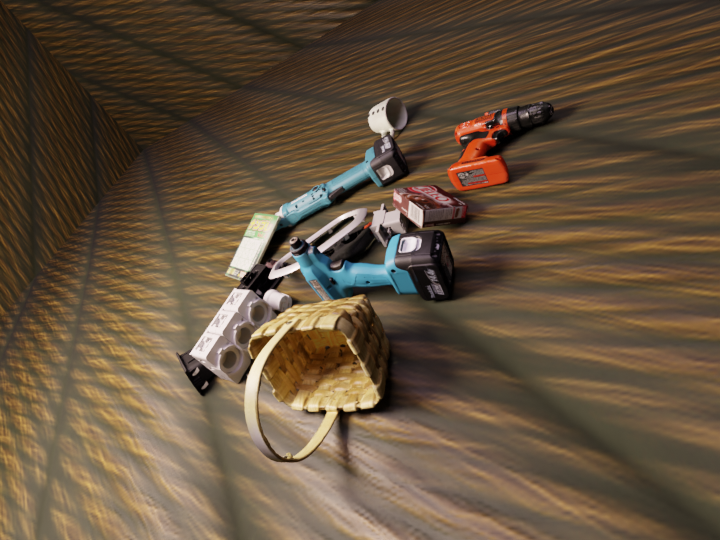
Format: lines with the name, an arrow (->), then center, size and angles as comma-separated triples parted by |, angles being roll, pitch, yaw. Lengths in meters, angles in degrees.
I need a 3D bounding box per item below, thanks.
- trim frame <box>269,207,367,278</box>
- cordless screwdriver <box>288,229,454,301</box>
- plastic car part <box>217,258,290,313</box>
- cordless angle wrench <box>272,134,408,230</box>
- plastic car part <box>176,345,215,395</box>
trim frame -> -0.085, -0.056, 0.869 | 0.247, 0.027, 0.190 | -39, 19, -10
cordless screwdriver -> 0.011, -0.012, 0.679 | 0.258, 0.151, 0.075 | -9, 43, 32
plastic car part -> -0.237, 0.048, 0.910 | 0.070, 0.063, 0.203 | 12, 61, 39
cordless angle wrench -> -0.093, -0.180, 1.026 | 0.431, 0.071, 0.101 | -25, 37, 21
plastic car part -> -0.319, 0.180, 0.842 | 0.070, 0.063, 0.123 | -32, 29, -19
